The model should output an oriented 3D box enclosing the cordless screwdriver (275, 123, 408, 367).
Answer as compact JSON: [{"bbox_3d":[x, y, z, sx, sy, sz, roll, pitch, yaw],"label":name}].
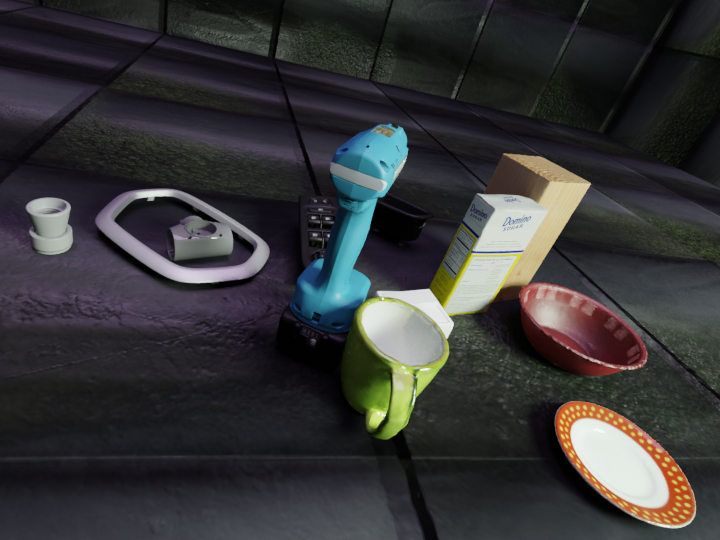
[{"bbox_3d":[-0.010,-0.031,0.448,0.076,0.245,0.159,22,31,6],"label":"cordless screwdriver"}]

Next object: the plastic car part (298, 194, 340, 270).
[{"bbox_3d":[-0.059,-0.039,0.608,0.065,0.066,0.210,8,33,-15],"label":"plastic car part"}]

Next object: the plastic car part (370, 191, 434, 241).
[{"bbox_3d":[0.058,-0.088,0.731,0.122,0.070,0.064,32,34,24],"label":"plastic car part"}]

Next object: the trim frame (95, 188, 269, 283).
[{"bbox_3d":[-0.243,-0.054,0.589,0.258,0.027,0.180,28,34,19],"label":"trim frame"}]
